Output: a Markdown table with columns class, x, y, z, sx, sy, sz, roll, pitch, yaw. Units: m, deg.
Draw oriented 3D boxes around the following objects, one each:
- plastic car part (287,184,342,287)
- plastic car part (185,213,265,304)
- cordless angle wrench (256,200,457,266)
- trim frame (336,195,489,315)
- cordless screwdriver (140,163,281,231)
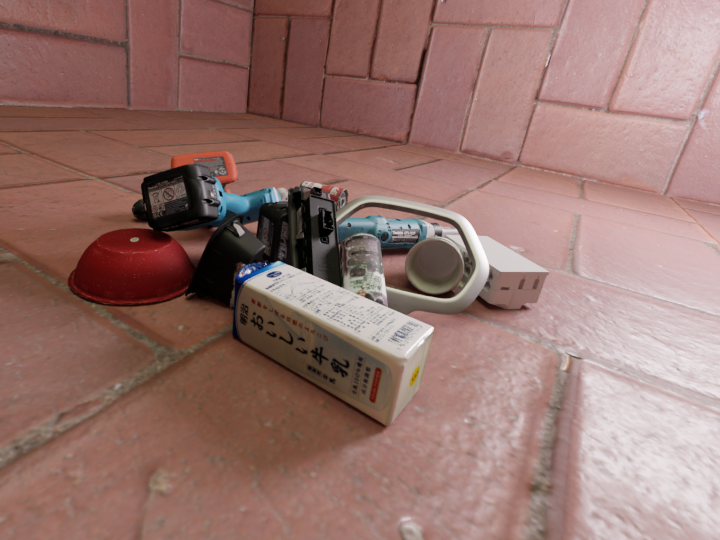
| class | x | y | z | sx | sy | sz | roll | pitch | yaw |
| --- | --- | --- | --- | --- | --- | --- | --- | --- | --- |
| plastic car part | -0.056 | -0.037 | 0.572 | 0.063 | 0.068 | 0.209 | 16 | 57 | -33 |
| plastic car part | -0.159 | -0.003 | 0.530 | 0.072 | 0.116 | 0.065 | 39 | 28 | 7 |
| cordless angle wrench | 0.024 | -0.065 | 0.753 | 0.405 | 0.096 | 0.079 | -3 | 22 | -34 |
| trim frame | 0.053 | -0.025 | 0.603 | 0.255 | 0.026 | 0.186 | 14 | 62 | 13 |
| cordless screwdriver | -0.243 | -0.099 | 0.669 | 0.163 | 0.074 | 0.243 | -12 | 1 | 16 |
